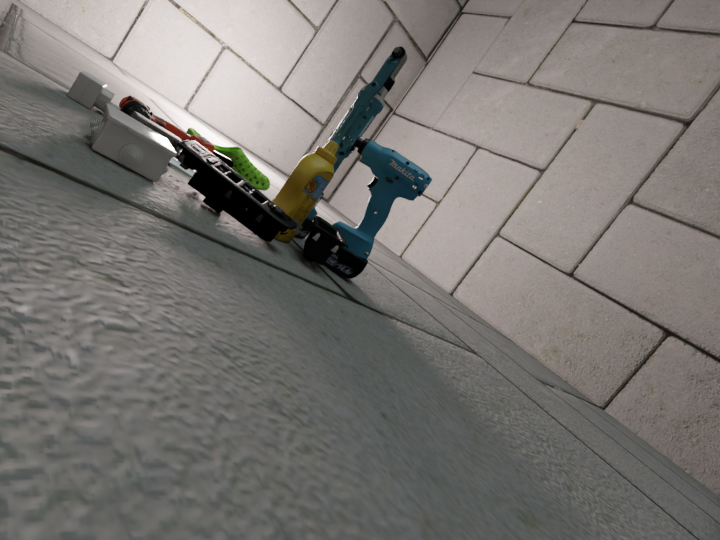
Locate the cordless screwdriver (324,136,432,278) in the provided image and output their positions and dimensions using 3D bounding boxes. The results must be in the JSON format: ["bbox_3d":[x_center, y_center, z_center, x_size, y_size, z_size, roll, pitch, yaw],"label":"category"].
[{"bbox_3d":[-0.001,-0.118,0.799,0.161,0.249,0.073,36,7,5],"label":"cordless screwdriver"}]

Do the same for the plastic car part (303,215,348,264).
[{"bbox_3d":[-0.071,-0.046,0.723,0.064,0.071,0.119,34,7,-15],"label":"plastic car part"}]

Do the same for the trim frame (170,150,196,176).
[{"bbox_3d":[-0.313,-0.188,0.717,0.235,0.027,0.194,30,8,-36],"label":"trim frame"}]

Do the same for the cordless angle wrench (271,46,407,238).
[{"bbox_3d":[-0.038,-0.258,0.851,0.077,0.423,0.094,38,7,18],"label":"cordless angle wrench"}]

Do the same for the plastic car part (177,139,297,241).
[{"bbox_3d":[-0.184,-0.108,0.618,0.199,0.067,0.067,34,7,-9],"label":"plastic car part"}]
